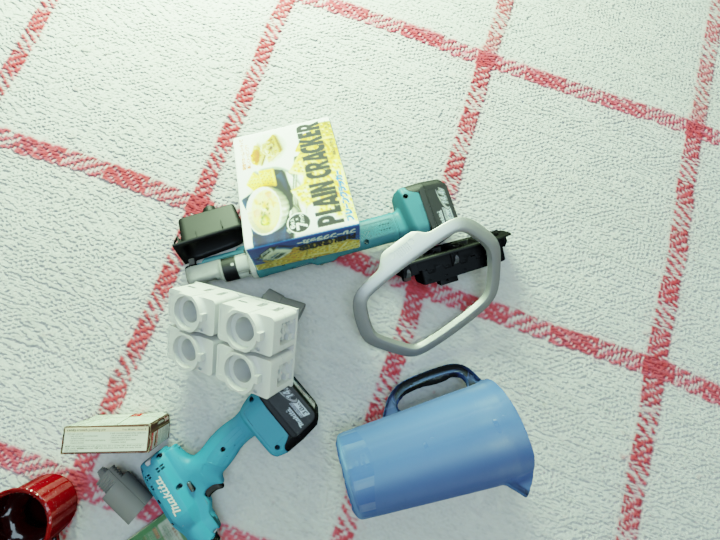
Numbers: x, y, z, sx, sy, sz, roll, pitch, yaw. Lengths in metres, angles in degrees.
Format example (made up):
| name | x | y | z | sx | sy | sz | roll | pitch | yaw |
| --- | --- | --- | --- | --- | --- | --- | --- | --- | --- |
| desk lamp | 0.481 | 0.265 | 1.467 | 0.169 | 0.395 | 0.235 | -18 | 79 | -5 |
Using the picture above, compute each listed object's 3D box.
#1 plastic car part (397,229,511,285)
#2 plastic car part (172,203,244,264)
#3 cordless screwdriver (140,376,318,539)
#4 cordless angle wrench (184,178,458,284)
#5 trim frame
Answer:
| name | x | y | z | sx | sy | sz | roll | pitch | yaw |
| --- | --- | --- | --- | --- | --- | --- | --- | --- | --- |
| plastic car part | 0.148 | -0.018 | 0.671 | 0.201 | 0.067 | 0.067 | -20 | 92 | -7 |
| plastic car part | -0.238 | -0.068 | 0.668 | 0.115 | 0.064 | 0.073 | -23 | 69 | -11 |
| cordless screwdriver | -0.165 | 0.265 | 0.593 | 0.248 | 0.074 | 0.161 | -36 | 84 | -5 |
| cordless angle wrench | -0.065 | -0.042 | 0.663 | 0.421 | 0.073 | 0.099 | -15 | 80 | -4 |
| trim frame | 0.103 | 0.028 | 0.634 | 0.249 | 0.028 | 0.177 | -36 | 113 | 3 |
